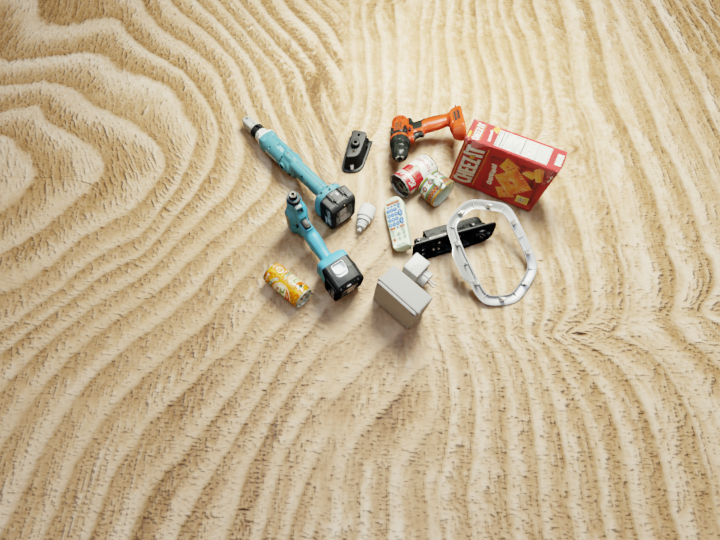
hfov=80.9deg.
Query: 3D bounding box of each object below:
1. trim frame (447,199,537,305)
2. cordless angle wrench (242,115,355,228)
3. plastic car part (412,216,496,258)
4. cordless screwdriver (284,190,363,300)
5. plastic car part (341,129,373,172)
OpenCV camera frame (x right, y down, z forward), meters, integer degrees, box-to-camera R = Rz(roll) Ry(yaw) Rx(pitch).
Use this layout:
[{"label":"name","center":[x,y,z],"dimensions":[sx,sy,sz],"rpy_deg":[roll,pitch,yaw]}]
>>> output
[{"label":"trim frame","center":[0.293,-0.043,0.945],"dimensions":[0.183,0.028,0.249],"rpy_deg":[-23,89,-7]},{"label":"cordless angle wrench","center":[-0.180,-0.278,1.091],"dimensions":[0.073,0.095,0.441],"rpy_deg":[-37,66,-18]},{"label":"plastic car part","center":[0.213,-0.080,0.994],"dimensions":[0.202,0.064,0.070],"rpy_deg":[-13,42,-2]},{"label":"cordless screwdriver","center":[-0.093,-0.061,0.948],"dimensions":[0.073,0.155,0.257],"rpy_deg":[-32,71,-13]},{"label":"plastic car part","center":[-0.012,-0.320,1.107],"dimensions":[0.067,0.069,0.118],"rpy_deg":[13,64,7]}]
